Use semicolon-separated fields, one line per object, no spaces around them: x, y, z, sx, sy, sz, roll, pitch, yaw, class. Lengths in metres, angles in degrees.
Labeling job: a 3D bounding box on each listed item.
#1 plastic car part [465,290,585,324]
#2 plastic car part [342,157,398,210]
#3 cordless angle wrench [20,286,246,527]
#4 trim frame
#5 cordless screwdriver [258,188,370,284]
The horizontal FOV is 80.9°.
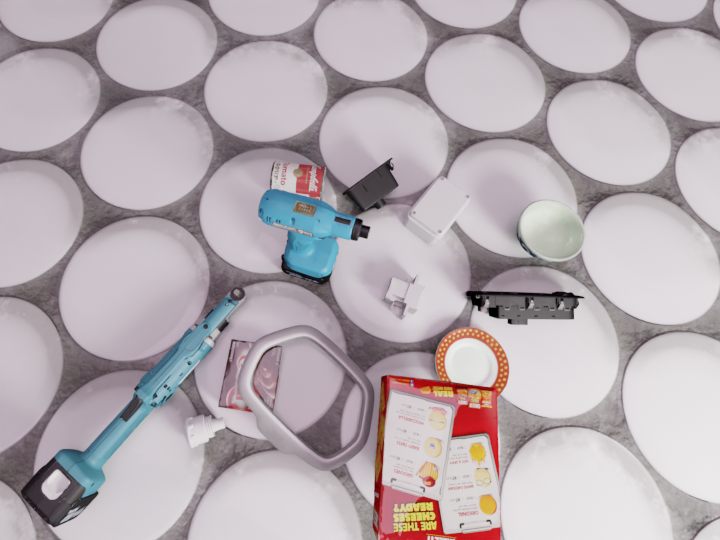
0.301;0.064;0.760;0.202;0.066;0.068;-3;82;-3;plastic car part
0.027;-0.158;0.835;0.116;0.067;0.071;-41;93;-11;plastic car part
-0.335;0.191;0.691;0.076;0.097;0.421;36;69;6;cordless angle wrench
-0.085;0.205;0.695;0.247;0.028;0.183;43;68;-3;trim frame
-0.067;-0.044;0.689;0.161;0.243;0.075;17;72;5;cordless screwdriver
